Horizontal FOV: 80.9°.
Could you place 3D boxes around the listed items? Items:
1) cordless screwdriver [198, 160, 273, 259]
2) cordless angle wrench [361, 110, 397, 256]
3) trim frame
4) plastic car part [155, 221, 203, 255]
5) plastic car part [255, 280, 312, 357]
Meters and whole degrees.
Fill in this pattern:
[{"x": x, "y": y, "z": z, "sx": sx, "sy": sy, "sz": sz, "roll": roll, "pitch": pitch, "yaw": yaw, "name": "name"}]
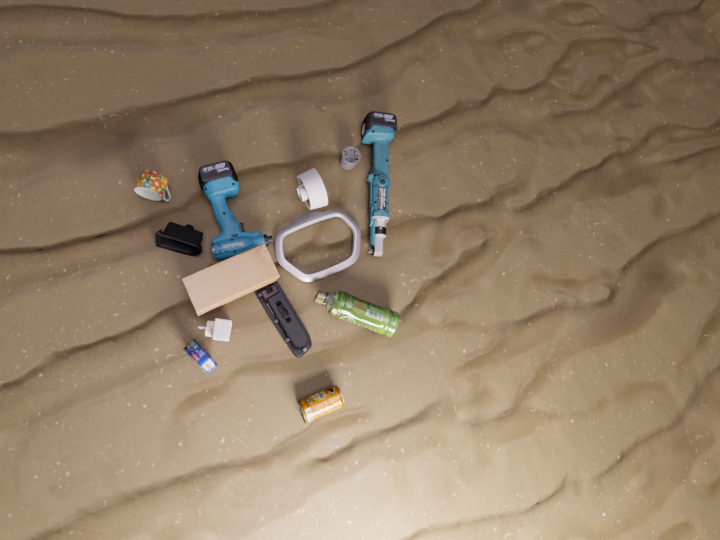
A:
[{"x": -0.331, "y": -0.161, "z": 1.110, "sx": 0.156, "sy": 0.075, "sz": 0.252, "roll": -13, "pitch": 82, "yaw": -15, "name": "cordless screwdriver"}, {"x": 0.052, "y": -0.247, "z": 1.211, "sx": 0.096, "sy": 0.075, "sz": 0.429, "roll": 4, "pitch": 76, "yaw": -12, "name": "cordless angle wrench"}, {"x": -0.113, "y": -0.074, "z": 1.151, "sx": 0.245, "sy": 0.027, "sz": 0.187, "roll": -24, "pitch": 81, "yaw": -15, "name": "trim frame"}, {"x": -0.453, "y": -0.086, "z": 1.075, "sx": 0.114, "sy": 0.066, "sz": 0.072, "roll": 14, "pitch": 59, "yaw": -12, "name": "plastic car part"}, {"x": -0.185, "y": 0.120, "z": 1.066, "sx": 0.065, "sy": 0.068, "sz": 0.205, "roll": -29, "pitch": 85, "yaw": -26, "name": "plastic car part"}]
